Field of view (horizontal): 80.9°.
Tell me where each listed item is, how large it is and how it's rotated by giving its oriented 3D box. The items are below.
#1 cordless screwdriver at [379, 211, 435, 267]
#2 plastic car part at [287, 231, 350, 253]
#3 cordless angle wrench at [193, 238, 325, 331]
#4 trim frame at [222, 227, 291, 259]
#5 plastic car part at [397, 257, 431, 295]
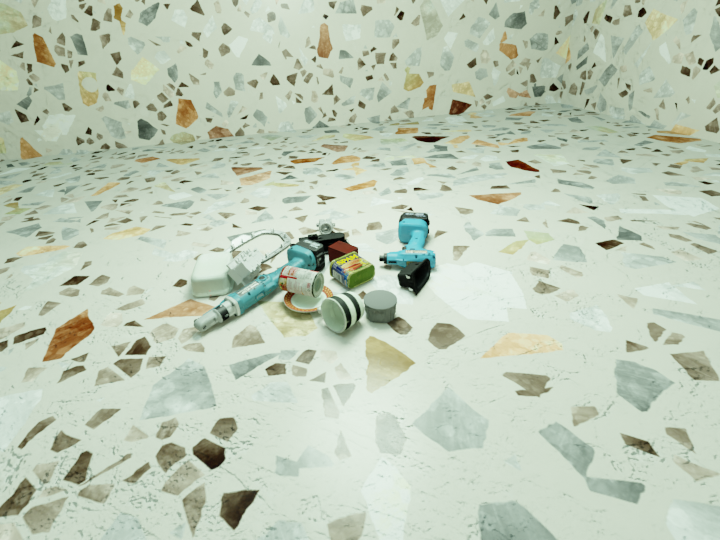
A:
[{"bbox_3d":[0.142,-0.091,1.296,0.162,0.072,0.253,0,35,8],"label":"cordless screwdriver"},{"bbox_3d":[-0.131,-0.086,1.339,0.201,0.065,0.068,-5,23,-7],"label":"plastic car part"},{"bbox_3d":[-0.262,0.040,1.138,0.103,0.072,0.414,20,41,34],"label":"cordless angle wrench"},{"bbox_3d":[-0.341,-0.083,1.395,0.194,0.027,0.244,15,38,31],"label":"trim frame"},{"bbox_3d":[0.139,0.011,1.144,0.074,0.064,0.114,-2,24,32],"label":"plastic car part"}]
